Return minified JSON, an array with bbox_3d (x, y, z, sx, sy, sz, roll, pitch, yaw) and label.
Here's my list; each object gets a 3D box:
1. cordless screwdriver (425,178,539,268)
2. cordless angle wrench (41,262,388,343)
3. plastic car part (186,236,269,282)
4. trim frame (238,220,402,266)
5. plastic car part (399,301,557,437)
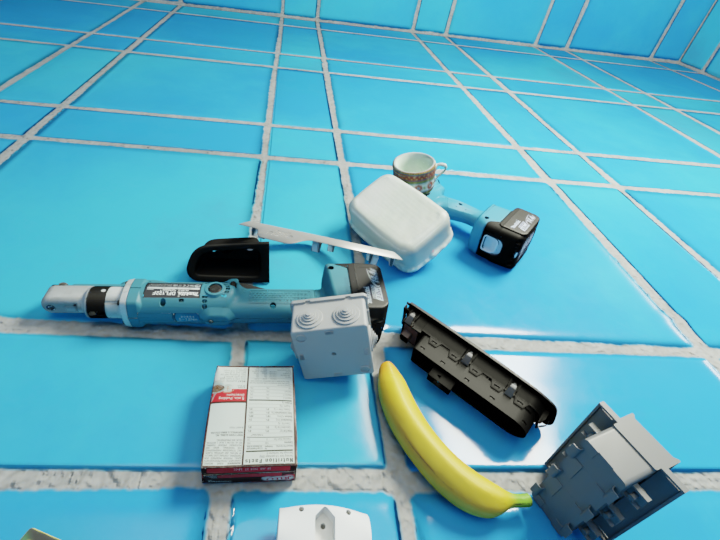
[{"bbox_3d":[0.168,-0.092,0.754,0.262,0.072,0.155,33,45,31],"label":"cordless screwdriver"},{"bbox_3d":[-0.182,0.040,0.540,0.419,0.072,0.101,1,40,-6],"label":"cordless angle wrench"},{"bbox_3d":[-0.192,-0.024,0.626,0.116,0.064,0.073,1,25,-6],"label":"plastic car part"},{"bbox_3d":[-0.058,-0.038,0.589,0.262,0.027,0.175,16,4,35],"label":"trim frame"},{"bbox_3d":[0.126,0.121,0.500,0.212,0.064,0.066,31,53,24],"label":"plastic car part"}]
